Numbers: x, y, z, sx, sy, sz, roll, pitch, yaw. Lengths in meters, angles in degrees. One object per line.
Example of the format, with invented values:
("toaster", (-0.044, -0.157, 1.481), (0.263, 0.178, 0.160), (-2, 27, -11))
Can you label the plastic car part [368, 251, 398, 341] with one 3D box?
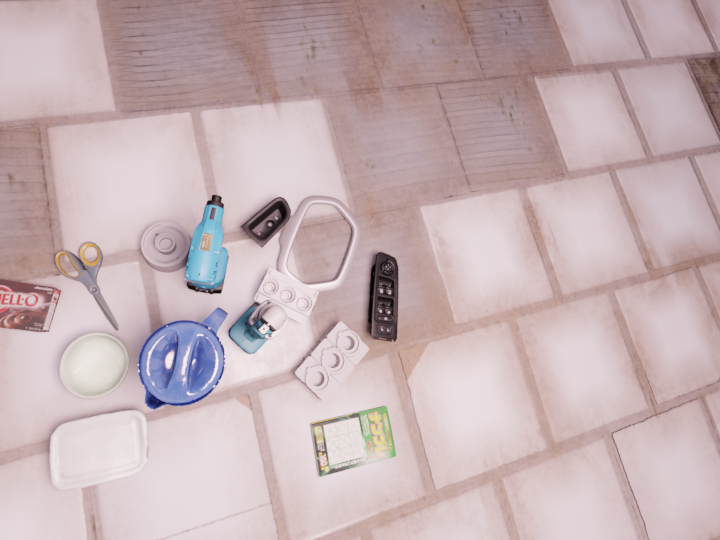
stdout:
("plastic car part", (0.051, 0.060, 0.982), (0.065, 0.068, 0.205), (9, 75, -14))

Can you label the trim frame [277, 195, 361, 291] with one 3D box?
("trim frame", (-0.098, -0.064, 0.999), (0.181, 0.028, 0.250), (21, 73, -8))

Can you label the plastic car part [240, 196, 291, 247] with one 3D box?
("plastic car part", (-0.208, -0.107, 0.960), (0.066, 0.072, 0.116), (45, 71, -3))

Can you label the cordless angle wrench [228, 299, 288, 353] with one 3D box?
("cordless angle wrench", (-0.171, 0.093, 0.733), (0.074, 0.428, 0.097), (44, 70, -6))

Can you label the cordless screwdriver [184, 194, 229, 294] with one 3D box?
("cordless screwdriver", (-0.296, -0.039, 0.829), (0.073, 0.252, 0.161), (11, 76, -16))
